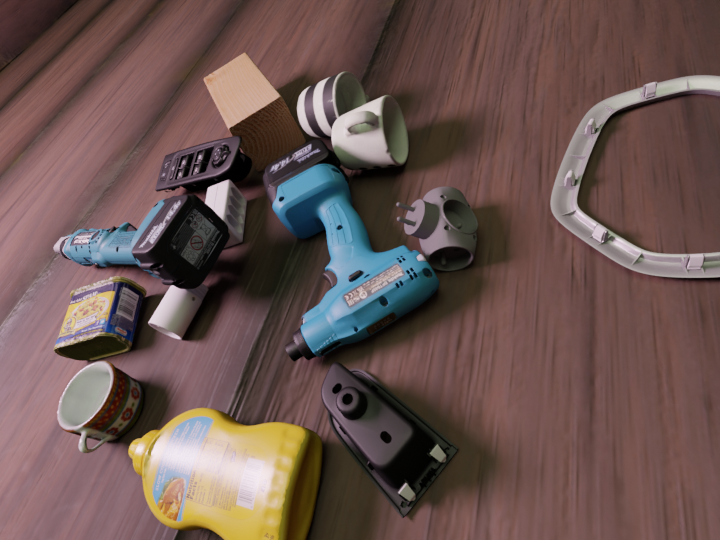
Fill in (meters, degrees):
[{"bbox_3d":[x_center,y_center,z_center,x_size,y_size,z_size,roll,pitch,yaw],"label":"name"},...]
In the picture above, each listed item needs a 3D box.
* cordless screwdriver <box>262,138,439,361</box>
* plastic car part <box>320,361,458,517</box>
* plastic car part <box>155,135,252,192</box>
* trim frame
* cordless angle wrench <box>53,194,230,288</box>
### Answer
[{"bbox_3d":[-0.046,-0.030,0.472,0.159,0.070,0.262,-33,52,1],"label":"cordless screwdriver"},{"bbox_3d":[0.006,0.119,0.337,0.065,0.067,0.123,-45,53,-12],"label":"plastic car part"},{"bbox_3d":[-0.237,-0.152,0.646,0.212,0.063,0.067,-2,64,42],"label":"plastic car part"},{"bbox_3d":[0.289,-0.099,0.383,0.194,0.026,0.248,17,64,34],"label":"trim frame"},{"bbox_3d":[-0.354,-0.036,0.604,0.444,0.070,0.098,1,56,39],"label":"cordless angle wrench"}]
